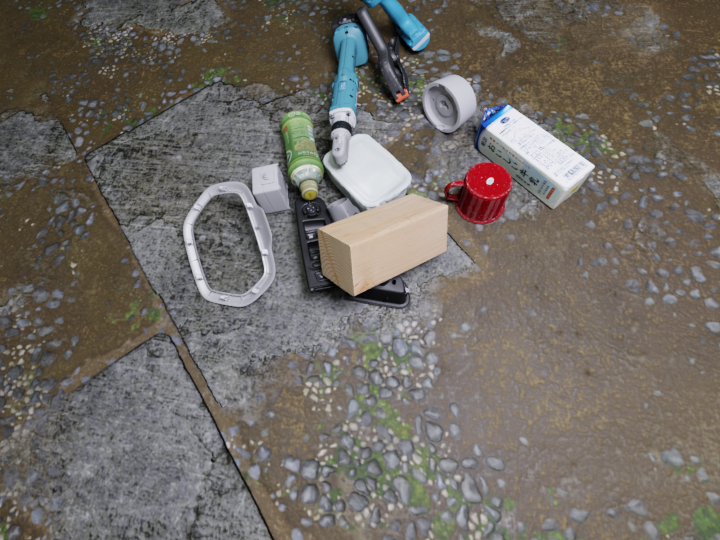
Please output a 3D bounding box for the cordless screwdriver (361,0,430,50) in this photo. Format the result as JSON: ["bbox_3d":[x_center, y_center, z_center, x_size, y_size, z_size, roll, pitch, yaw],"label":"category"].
[{"bbox_3d":[0.053,-0.611,0.950,0.075,0.235,0.166,-40,53,25],"label":"cordless screwdriver"}]

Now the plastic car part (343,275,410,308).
[{"bbox_3d":[0.031,0.022,0.736,0.120,0.068,0.067,10,69,14],"label":"plastic car part"}]

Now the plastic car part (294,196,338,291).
[{"bbox_3d":[-0.077,-0.050,0.784,0.066,0.064,0.210,-15,63,1],"label":"plastic car part"}]

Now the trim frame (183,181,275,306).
[{"bbox_3d":[-0.250,-0.052,0.797,0.187,0.026,0.255,-24,73,13],"label":"trim frame"}]

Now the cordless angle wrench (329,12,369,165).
[{"bbox_3d":[-0.030,-0.387,0.889,0.076,0.093,0.433,-5,57,13],"label":"cordless angle wrench"}]
